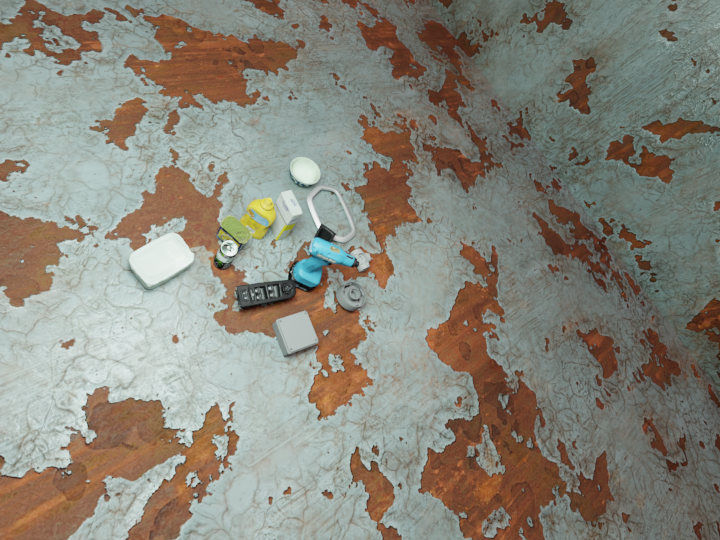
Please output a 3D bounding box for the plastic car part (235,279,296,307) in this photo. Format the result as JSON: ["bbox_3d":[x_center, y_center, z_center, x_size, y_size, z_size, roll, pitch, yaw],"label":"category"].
[{"bbox_3d":[-0.293,0.074,1.312,0.195,0.068,0.068,-10,71,-32],"label":"plastic car part"}]

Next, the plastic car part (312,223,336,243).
[{"bbox_3d":[-0.145,-0.095,1.480,0.065,0.072,0.117,34,53,-10],"label":"plastic car part"}]

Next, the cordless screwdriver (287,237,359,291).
[{"bbox_3d":[-0.123,-0.008,1.331,0.154,0.252,0.076,25,57,-18],"label":"cordless screwdriver"}]

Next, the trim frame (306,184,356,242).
[{"bbox_3d":[-0.107,-0.216,1.596,0.178,0.028,0.255,-16,72,-33],"label":"trim frame"}]
